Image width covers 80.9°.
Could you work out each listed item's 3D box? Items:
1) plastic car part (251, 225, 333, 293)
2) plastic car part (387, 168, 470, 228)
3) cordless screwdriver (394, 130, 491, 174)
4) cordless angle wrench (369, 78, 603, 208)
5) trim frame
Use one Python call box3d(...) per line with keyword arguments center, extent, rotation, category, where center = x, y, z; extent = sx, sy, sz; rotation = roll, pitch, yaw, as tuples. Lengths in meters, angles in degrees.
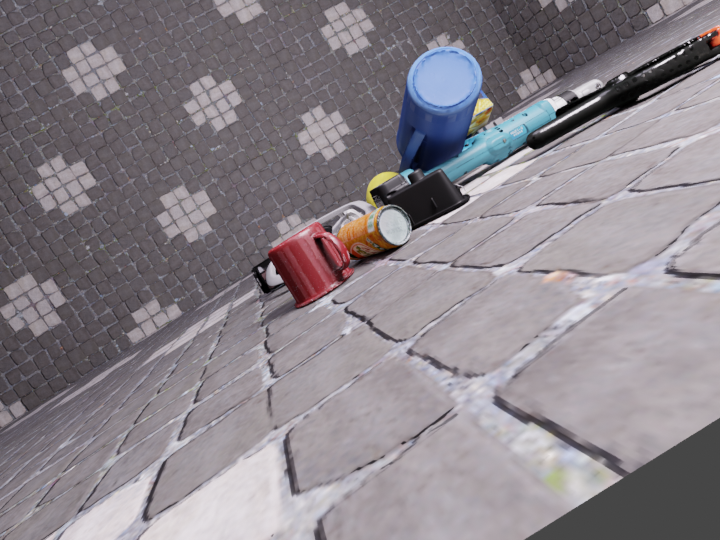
box3d(center=(-0.121, -0.027, 0.873), extent=(0.200, 0.065, 0.070), rotation=(-35, 17, -18), category="plastic car part")
box3d(center=(0.086, -0.104, 0.588), extent=(0.119, 0.070, 0.065), rotation=(-29, 8, 39), category="plastic car part")
box3d(center=(0.173, -0.218, 0.886), extent=(0.248, 0.073, 0.161), rotation=(-28, 8, -3), category="cordless screwdriver")
box3d(center=(0.219, -0.206, 0.701), extent=(0.422, 0.074, 0.099), rotation=(-30, 7, -2), category="cordless angle wrench")
box3d(center=(-0.075, -0.049, 0.772), extent=(0.254, 0.026, 0.188), rotation=(-24, 31, 22), category="trim frame")
